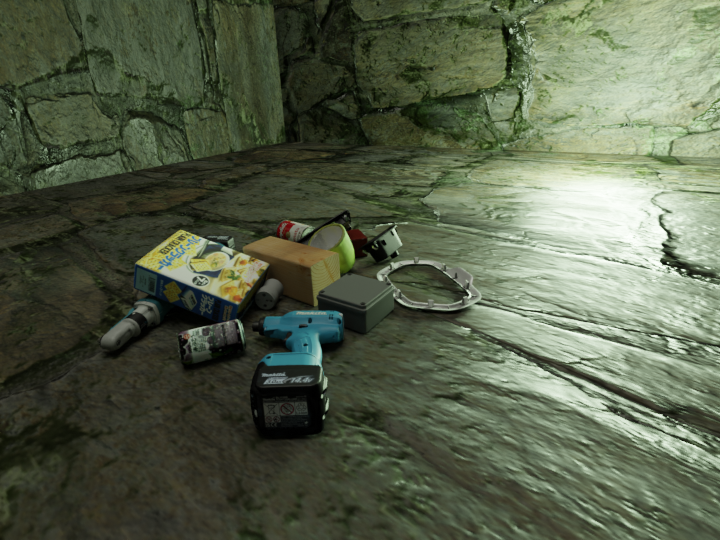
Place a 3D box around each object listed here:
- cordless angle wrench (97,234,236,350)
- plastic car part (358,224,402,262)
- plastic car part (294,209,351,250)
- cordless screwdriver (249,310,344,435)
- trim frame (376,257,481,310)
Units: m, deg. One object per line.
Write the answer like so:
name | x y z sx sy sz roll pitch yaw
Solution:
cordless angle wrench | -0.392 0.035 0.901 0.100 0.072 0.425 1 26 10
plastic car part | 0.064 -0.060 1.038 0.114 0.071 0.068 -32 3 -38
plastic car part | -0.101 -0.066 1.036 0.202 0.069 0.064 -29 -18 -7
cordless screwdriver | -0.111 0.131 0.634 0.161 0.073 0.251 -2 20 4
trim frame | 0.140 0.022 0.893 0.181 0.027 0.259 -9 22 -13
